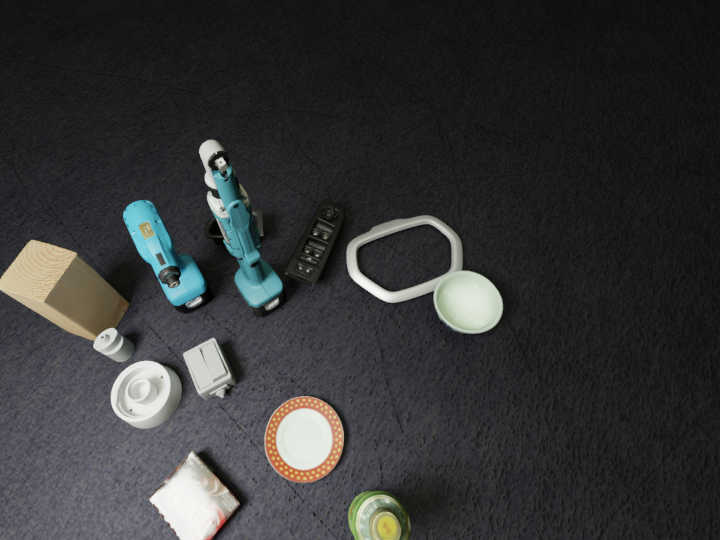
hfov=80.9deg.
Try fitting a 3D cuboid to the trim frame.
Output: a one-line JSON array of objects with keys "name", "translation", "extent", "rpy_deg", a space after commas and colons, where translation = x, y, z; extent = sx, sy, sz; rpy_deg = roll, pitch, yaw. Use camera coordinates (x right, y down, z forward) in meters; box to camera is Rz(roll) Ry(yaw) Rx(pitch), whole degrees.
[{"name": "trim frame", "translation": [0.092, -0.031, 0.864], "extent": [0.245, 0.027, 0.192], "rpy_deg": [-21, 62, -10]}]

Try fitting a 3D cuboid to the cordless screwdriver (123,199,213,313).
[{"name": "cordless screwdriver", "translation": [-0.320, 0.005, 0.731], "extent": [0.073, 0.242, 0.166], "rpy_deg": [-29, 67, -17]}]

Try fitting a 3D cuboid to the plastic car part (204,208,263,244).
[{"name": "plastic car part", "translation": [-0.257, -0.079, 0.876], "extent": [0.116, 0.069, 0.068], "rpy_deg": [-6, 62, -4]}]

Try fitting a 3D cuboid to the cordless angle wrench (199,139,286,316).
[{"name": "cordless angle wrench", "translation": [-0.183, -0.048, 0.660], "extent": [0.073, 0.412, 0.102], "rpy_deg": [-32, 69, -18]}]

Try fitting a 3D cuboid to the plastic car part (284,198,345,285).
[{"name": "plastic car part", "translation": [-0.084, -0.055, 0.860], "extent": [0.067, 0.065, 0.205], "rpy_deg": [17, 63, 8]}]
